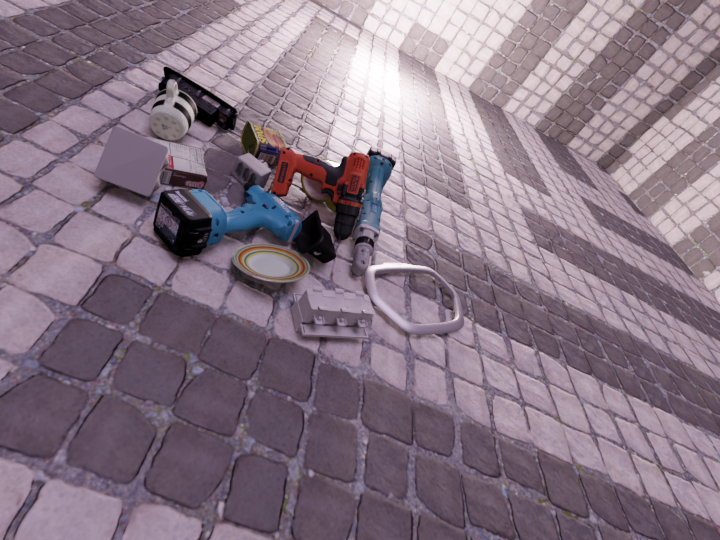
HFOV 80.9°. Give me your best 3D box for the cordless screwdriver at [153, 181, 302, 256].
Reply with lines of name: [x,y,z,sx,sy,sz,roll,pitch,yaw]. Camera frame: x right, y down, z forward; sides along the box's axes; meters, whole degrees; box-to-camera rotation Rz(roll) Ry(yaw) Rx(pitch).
cordless screwdriver: [-0.235,-0.106,0.741,0.167,0.074,0.238,43,33,26]

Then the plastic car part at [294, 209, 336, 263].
plastic car part: [-0.077,-0.051,0.792,0.067,0.066,0.122,41,14,-33]

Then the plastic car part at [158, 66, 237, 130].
plastic car part: [-0.381,-0.386,0.969,0.204,0.066,0.067,37,62,3]

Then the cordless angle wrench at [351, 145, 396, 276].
cordless angle wrench: [0.021,-0.143,0.958,0.073,0.098,0.431,23,41,-12]

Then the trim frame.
trim frame: [0.112,0.050,0.854,0.237,0.027,0.193,-2,49,-35]
